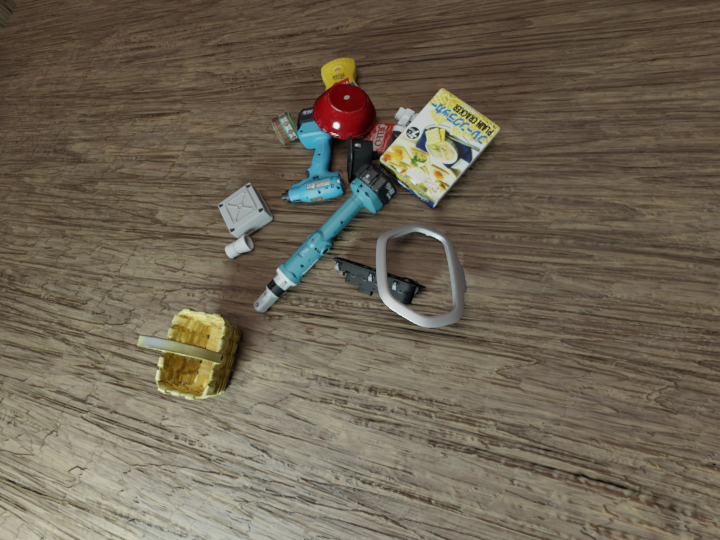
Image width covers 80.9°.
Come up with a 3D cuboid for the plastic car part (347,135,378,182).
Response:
[{"bbox_3d":[0.004,-0.267,1.004,0.070,0.115,0.067,-1,68,-7],"label":"plastic car part"}]

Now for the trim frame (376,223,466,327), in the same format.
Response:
[{"bbox_3d":[0.122,0.002,0.843,0.183,0.027,0.256,3,51,-4],"label":"trim frame"}]

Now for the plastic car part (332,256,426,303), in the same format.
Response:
[{"bbox_3d":[0.033,0.023,0.895,0.212,0.063,0.067,14,85,25],"label":"plastic car part"}]

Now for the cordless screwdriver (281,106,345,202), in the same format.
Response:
[{"bbox_3d":[-0.127,-0.291,1.078,0.163,0.071,0.254,-10,70,16],"label":"cordless screwdriver"}]

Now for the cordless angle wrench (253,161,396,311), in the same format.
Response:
[{"bbox_3d":[-0.094,-0.062,0.966,0.423,0.093,0.078,-46,66,2],"label":"cordless angle wrench"}]
